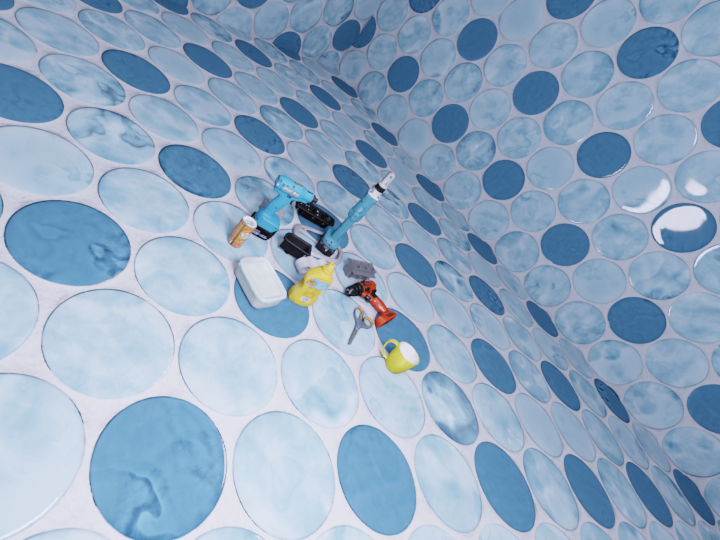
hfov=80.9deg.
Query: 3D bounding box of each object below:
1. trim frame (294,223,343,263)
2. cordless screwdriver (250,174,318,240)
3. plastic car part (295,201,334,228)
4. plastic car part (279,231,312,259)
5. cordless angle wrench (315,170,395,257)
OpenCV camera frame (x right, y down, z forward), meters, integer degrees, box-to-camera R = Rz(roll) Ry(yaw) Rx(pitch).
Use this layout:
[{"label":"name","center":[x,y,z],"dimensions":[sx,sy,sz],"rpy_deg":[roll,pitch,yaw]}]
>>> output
[{"label":"trim frame","center":[-0.164,-0.107,1.677],"dimensions":[0.236,0.028,0.192],"rpy_deg":[17,39,-36]},{"label":"cordless screwdriver","center":[-0.272,-0.206,1.460],"dimensions":[0.152,0.251,0.077],"rpy_deg":[27,36,-28]},{"label":"plastic car part","center":[-0.195,-0.230,1.755],"dimensions":[0.194,0.067,0.069],"rpy_deg":[26,35,-26]},{"label":"plastic car part","center":[-0.240,-0.082,1.517],"dimensions":[0.112,0.071,0.068],"rpy_deg":[31,33,-20]},{"label":"cordless angle wrench","center":[-0.016,-0.213,1.586],"dimensions":[0.073,0.427,0.099],"rpy_deg":[40,32,-11]}]
